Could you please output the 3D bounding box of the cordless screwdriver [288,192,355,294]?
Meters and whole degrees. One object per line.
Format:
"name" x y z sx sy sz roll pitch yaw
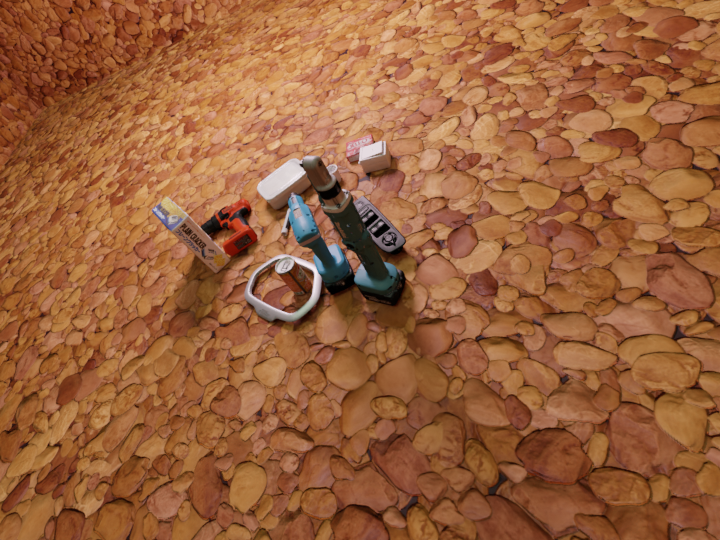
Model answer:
"cordless screwdriver" -0.097 -0.063 0.988 0.075 0.236 0.167 -27 48 4

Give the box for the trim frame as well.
"trim frame" -0.203 0.044 1.103 0.262 0.026 0.184 18 66 36

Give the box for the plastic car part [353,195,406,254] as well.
"plastic car part" 0.042 -0.104 1.064 0.066 0.063 0.214 -37 48 -4

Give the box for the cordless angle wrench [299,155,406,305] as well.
"cordless angle wrench" -0.011 -0.068 0.836 0.103 0.401 0.075 11 60 31
